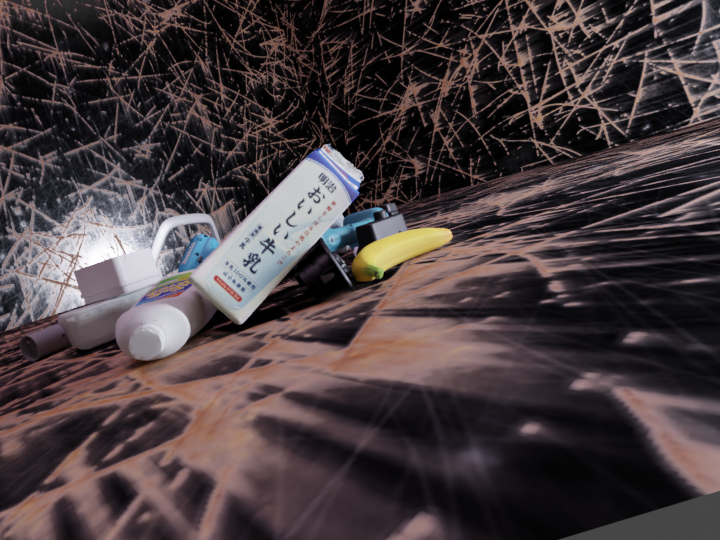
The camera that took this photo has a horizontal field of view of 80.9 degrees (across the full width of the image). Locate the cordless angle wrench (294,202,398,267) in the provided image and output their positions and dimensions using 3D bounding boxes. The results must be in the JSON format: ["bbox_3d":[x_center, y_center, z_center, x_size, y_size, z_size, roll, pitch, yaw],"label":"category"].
[{"bbox_3d":[-0.068,-0.044,0.692,0.102,0.074,0.408,-12,7,37],"label":"cordless angle wrench"}]

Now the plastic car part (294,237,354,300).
[{"bbox_3d":[-0.052,-0.005,0.529,0.066,0.065,0.207,-28,10,-8],"label":"plastic car part"}]

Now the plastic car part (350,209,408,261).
[{"bbox_3d":[0.035,-0.063,0.702,0.113,0.070,0.069,-27,12,-40],"label":"plastic car part"}]

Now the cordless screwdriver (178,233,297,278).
[{"bbox_3d":[-0.238,-0.008,0.786,0.257,0.070,0.162,-7,51,24],"label":"cordless screwdriver"}]

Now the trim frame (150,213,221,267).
[{"bbox_3d":[-0.360,-0.026,0.882,0.028,0.182,0.245,4,11,12],"label":"trim frame"}]
